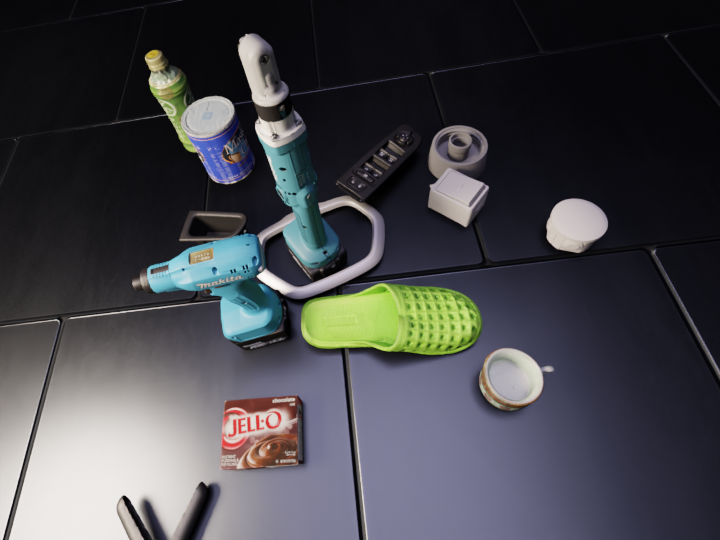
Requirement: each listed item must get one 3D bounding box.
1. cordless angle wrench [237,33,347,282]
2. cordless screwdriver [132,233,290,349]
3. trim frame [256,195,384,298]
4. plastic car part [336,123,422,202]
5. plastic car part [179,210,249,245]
[{"bbox_3d":[-0.087,-0.118,0.573,0.074,0.408,0.102,-35,65,-14],"label":"cordless angle wrench"},{"bbox_3d":[-0.191,0.042,0.596,0.159,0.240,0.077,-13,62,-2],"label":"cordless screwdriver"},{"bbox_3d":[-0.073,-0.048,0.752,0.247,0.026,0.192,-26,60,-6],"label":"trim frame"},{"bbox_3d":[0.043,-0.195,0.794,0.069,0.064,0.202,34,71,22],"label":"plastic car part"},{"bbox_3d":[-0.253,-0.065,0.765,0.119,0.068,0.067,3,62,9],"label":"plastic car part"}]
